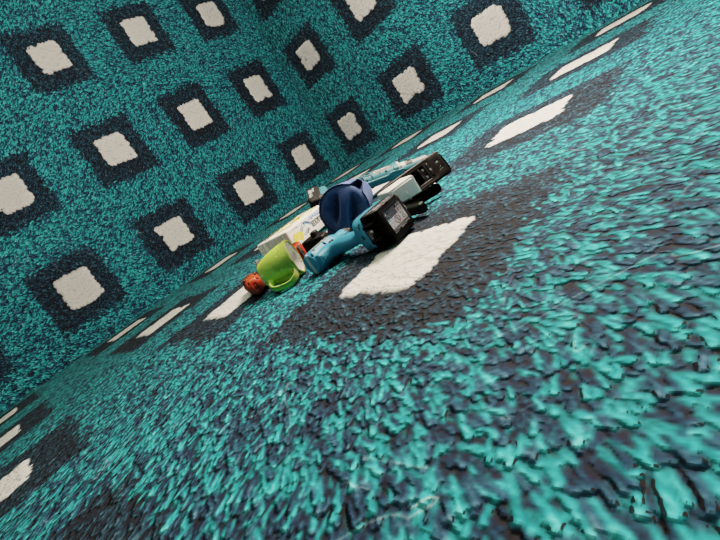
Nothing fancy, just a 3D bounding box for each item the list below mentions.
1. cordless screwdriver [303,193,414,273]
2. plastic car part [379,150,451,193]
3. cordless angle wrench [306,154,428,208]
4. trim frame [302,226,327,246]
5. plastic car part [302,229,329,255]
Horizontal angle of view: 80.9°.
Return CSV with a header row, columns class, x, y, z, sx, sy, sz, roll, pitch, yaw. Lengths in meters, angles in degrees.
class,x,y,z,sx,sy,sz,roll,pitch,yaw
cordless screwdriver,-0.001,-0.080,0.889,0.256,0.073,0.157,-23,17,46
plastic car part,0.130,-0.224,1.088,0.201,0.066,0.068,-36,3,-11
cordless angle wrench,0.028,-0.299,1.419,0.425,0.071,0.102,-20,35,5
trim frame,-0.161,-0.083,1.299,0.246,0.027,0.191,-40,17,-18
plastic car part,-0.103,-0.067,1.049,0.065,0.069,0.120,-45,15,-33
